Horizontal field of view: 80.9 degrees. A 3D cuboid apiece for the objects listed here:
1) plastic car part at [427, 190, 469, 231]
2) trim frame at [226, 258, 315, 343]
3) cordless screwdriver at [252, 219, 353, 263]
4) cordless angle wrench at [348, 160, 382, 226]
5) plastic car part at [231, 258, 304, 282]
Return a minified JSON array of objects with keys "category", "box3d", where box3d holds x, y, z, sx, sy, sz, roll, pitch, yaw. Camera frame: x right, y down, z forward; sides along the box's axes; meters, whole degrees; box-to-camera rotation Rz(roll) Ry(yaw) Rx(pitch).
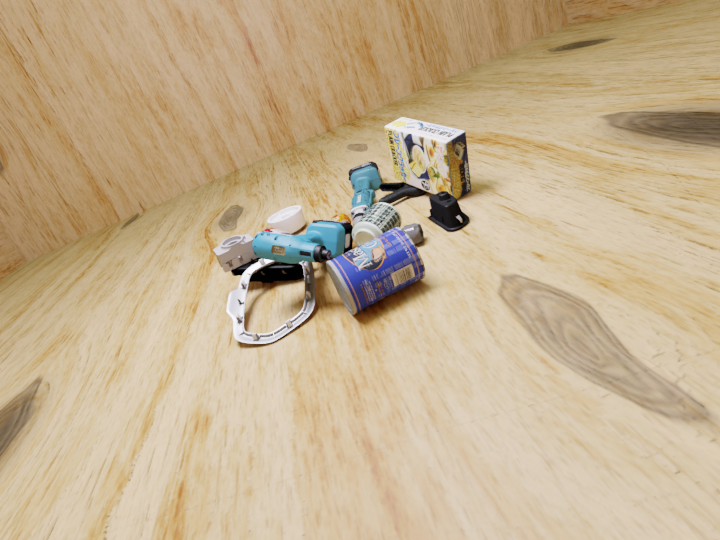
[{"category":"plastic car part","box3d":[0.183,-0.136,0.903,0.066,0.069,0.120,-25,22,-1]},{"category":"trim frame","box3d":[-0.179,0.045,0.850,0.186,0.026,0.258,-17,42,8]},{"category":"cordless screwdriver","box3d":[-0.085,-0.055,0.865,0.166,0.073,0.241,9,13,26]},{"category":"cordless angle wrench","box3d":[0.008,-0.196,1.168,0.100,0.071,0.431,-18,28,13]},{"category":"plastic car part","box3d":[-0.208,-0.003,0.977,0.210,0.065,0.066,-6,21,24]}]
